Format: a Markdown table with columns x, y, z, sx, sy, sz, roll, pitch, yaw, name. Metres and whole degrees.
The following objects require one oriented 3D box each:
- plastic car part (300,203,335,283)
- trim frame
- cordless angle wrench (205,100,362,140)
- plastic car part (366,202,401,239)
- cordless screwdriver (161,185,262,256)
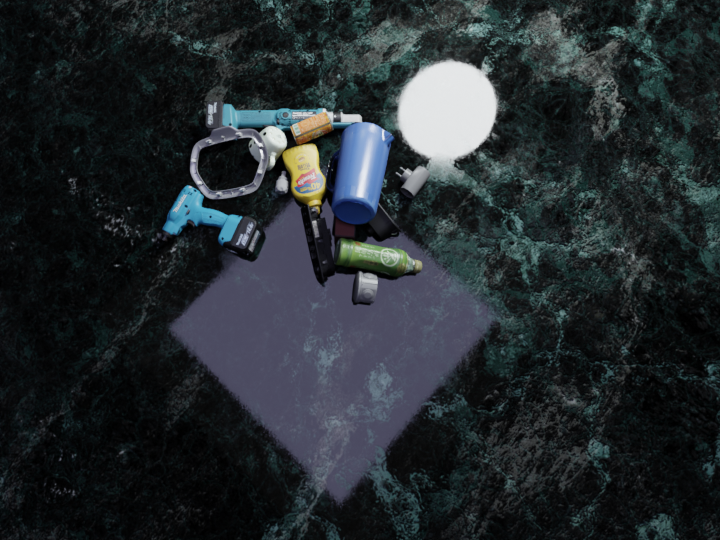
| x | y | z | sx | sy | sz | roll | pitch | yaw | name |
| --- | --- | --- | --- | --- | --- | --- | --- | --- | --- |
| -0.106 | -0.069 | 1.081 | 0.065 | 0.069 | 0.202 | -9 | 91 | -29 | plastic car part |
| -0.354 | -0.286 | 1.122 | 0.257 | 0.027 | 0.184 | -4 | 92 | 23 | trim frame |
| -0.207 | -0.414 | 1.168 | 0.422 | 0.073 | 0.099 | -1 | 79 | -1 | cordless angle wrench |
| 0.045 | -0.128 | 1.106 | 0.071 | 0.065 | 0.118 | -35 | 83 | 9 | plastic car part |
| -0.393 | -0.107 | 1.106 | 0.254 | 0.073 | 0.159 | 25 | 80 | 10 | cordless screwdriver |
